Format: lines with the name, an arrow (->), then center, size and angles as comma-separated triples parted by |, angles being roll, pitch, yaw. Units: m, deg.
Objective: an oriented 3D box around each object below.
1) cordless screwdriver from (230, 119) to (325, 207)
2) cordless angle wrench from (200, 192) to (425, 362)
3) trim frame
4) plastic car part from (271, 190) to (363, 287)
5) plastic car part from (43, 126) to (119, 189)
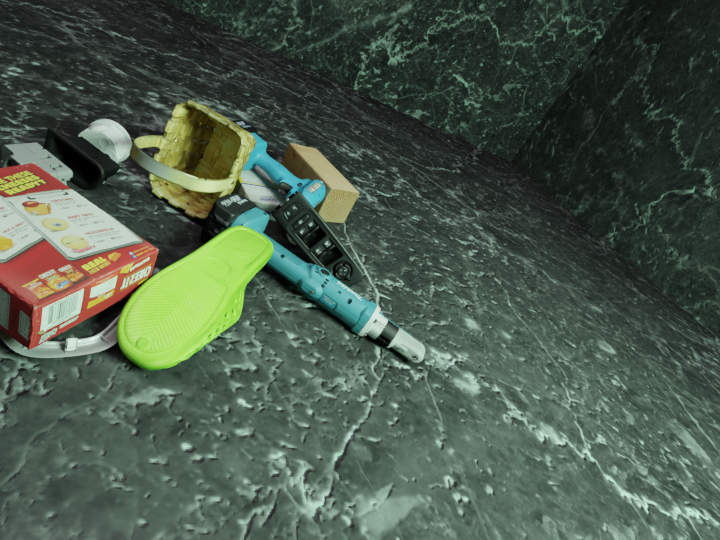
cordless screwdriver -> -0.194, -0.203, 0.866 | 0.249, 0.074, 0.158 | 36, 29, 0
cordless angle wrench -> -0.073, 0.021, 0.710 | 0.428, 0.074, 0.097 | 35, 26, 6
trim frame -> -0.375, 0.008, 0.514 | 0.258, 0.027, 0.178 | 42, 33, 20
plastic car part -> -0.076, -0.050, 0.782 | 0.201, 0.066, 0.068 | 50, -1, -6
plastic car part -> -0.457, -0.184, 0.707 | 0.117, 0.066, 0.071 | 33, 28, 0
